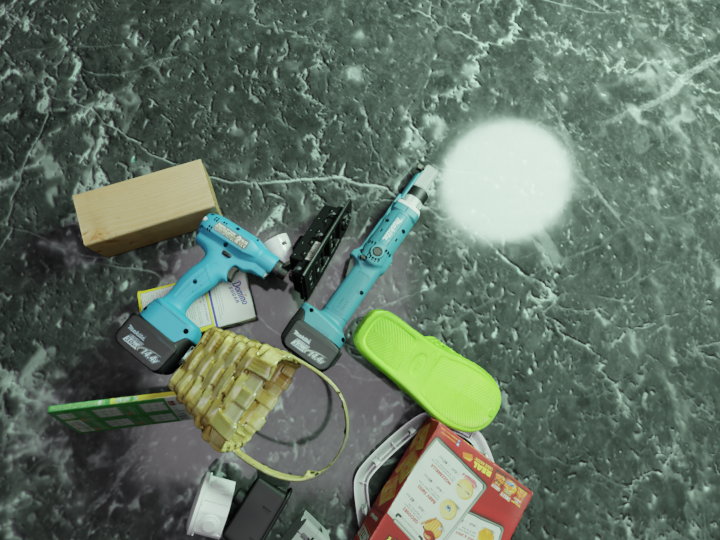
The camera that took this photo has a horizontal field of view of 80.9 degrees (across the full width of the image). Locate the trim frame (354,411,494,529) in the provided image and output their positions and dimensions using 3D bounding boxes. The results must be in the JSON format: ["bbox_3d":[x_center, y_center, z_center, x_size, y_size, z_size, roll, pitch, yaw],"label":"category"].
[{"bbox_3d":[0.104,0.342,0.666,0.246,0.027,0.187,-36,82,-14],"label":"trim frame"}]

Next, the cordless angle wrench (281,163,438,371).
[{"bbox_3d":[0.022,-0.025,0.732,0.099,0.073,0.422,34,73,5],"label":"cordless angle wrench"}]

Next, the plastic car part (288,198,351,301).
[{"bbox_3d":[-0.070,-0.046,0.712,0.070,0.063,0.203,14,50,23],"label":"plastic car part"}]

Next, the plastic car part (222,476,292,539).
[{"bbox_3d":[-0.159,0.357,0.621,0.071,0.066,0.116,30,73,1],"label":"plastic car part"}]

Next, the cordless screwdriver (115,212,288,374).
[{"bbox_3d":[-0.234,0.044,0.647,0.160,0.074,0.249,31,69,2],"label":"cordless screwdriver"}]
